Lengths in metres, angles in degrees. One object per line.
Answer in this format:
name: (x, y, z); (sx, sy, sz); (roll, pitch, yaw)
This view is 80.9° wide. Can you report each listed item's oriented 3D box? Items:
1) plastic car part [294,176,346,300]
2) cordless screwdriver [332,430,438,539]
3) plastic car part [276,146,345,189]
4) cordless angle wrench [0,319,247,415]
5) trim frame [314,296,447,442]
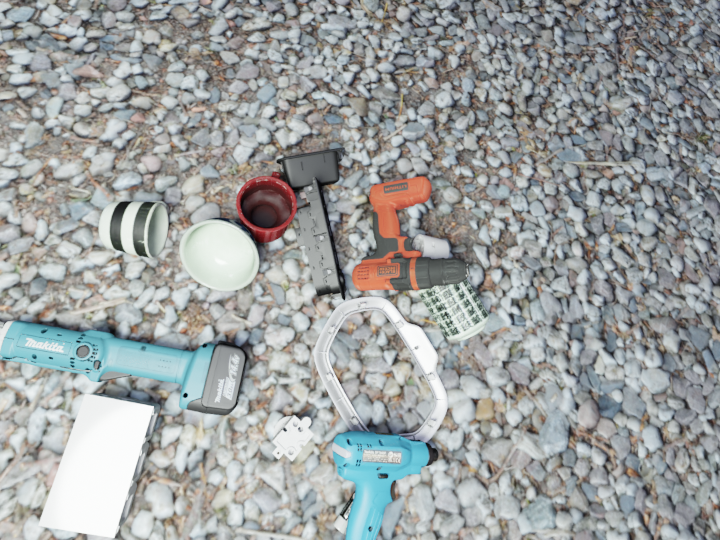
plastic car part: (-0.067, -0.044, 0.683); (0.067, 0.066, 0.204); (-17, 88, -4)
cordless screwdriver: (0.030, 0.353, 0.572); (0.154, 0.076, 0.252); (12, 75, -21)
plastic car part: (-0.083, -0.168, 0.738); (0.115, 0.067, 0.071); (-15, 93, -12)
cordless angle wrench: (-0.374, 0.116, 0.586); (0.419, 0.074, 0.099); (11, 72, -5)
trim frame: (0.035, 0.160, 0.670); (0.181, 0.027, 0.253); (-28, 78, -18)
